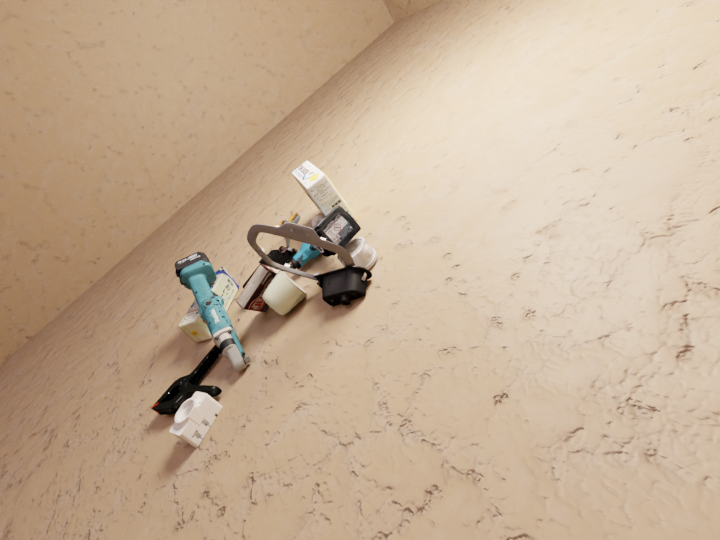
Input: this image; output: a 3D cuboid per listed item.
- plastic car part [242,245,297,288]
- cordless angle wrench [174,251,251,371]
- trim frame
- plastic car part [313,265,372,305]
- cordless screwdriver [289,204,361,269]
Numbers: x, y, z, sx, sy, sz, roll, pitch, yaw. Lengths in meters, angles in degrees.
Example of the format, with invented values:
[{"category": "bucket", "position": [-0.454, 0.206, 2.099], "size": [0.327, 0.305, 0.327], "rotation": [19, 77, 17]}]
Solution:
[{"category": "plastic car part", "position": [-0.257, 0.001, 1.167], "size": [0.070, 0.064, 0.203], "rotation": [1, 51, 41]}, {"category": "cordless angle wrench", "position": [-0.372, 0.098, 1.063], "size": [0.096, 0.071, 0.447], "rotation": [-27, 43, -18]}, {"category": "trim frame", "position": [-0.129, -0.036, 0.909], "size": [0.254, 0.179, 0.028], "rotation": [18, 59, 10]}, {"category": "plastic car part", "position": [-0.036, 0.039, 0.877], "size": [0.120, 0.062, 0.072], "rotation": [-15, 51, 31]}, {"category": "cordless screwdriver", "position": [-0.098, -0.064, 1.007], "size": [0.158, 0.073, 0.253], "rotation": [-47, 9, -13]}]
